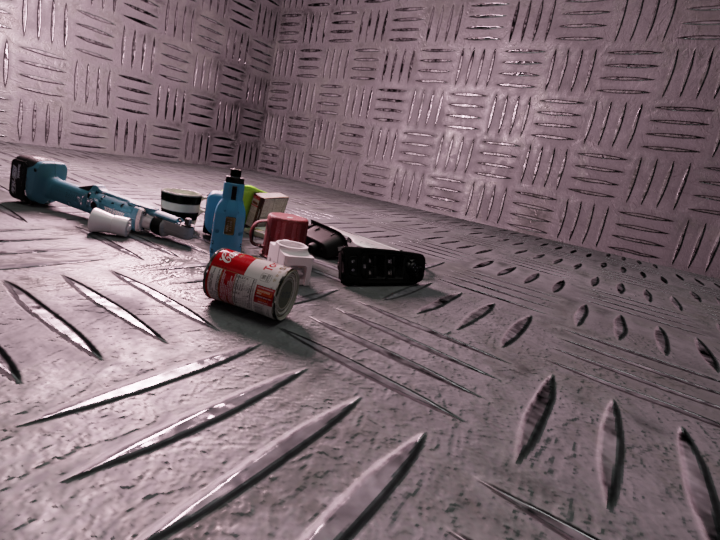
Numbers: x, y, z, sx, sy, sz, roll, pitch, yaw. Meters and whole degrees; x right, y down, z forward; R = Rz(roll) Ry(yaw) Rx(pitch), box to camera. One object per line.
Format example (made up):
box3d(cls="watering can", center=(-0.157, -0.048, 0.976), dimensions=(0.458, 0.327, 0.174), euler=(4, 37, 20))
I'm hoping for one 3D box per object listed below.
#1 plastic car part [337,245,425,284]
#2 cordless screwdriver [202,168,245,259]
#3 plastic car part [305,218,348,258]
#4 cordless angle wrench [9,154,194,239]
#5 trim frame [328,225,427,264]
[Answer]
box3d(cls="plastic car part", center=(0.036, -0.004, 0.783), dimensions=(0.194, 0.067, 0.069), euler=(1, -10, -30))
box3d(cls="cordless screwdriver", center=(-0.255, -0.118, 0.804), dimensions=(0.072, 0.158, 0.259), euler=(7, 12, -22))
box3d(cls="plastic car part", center=(-0.089, -0.058, 0.914), dimensions=(0.068, 0.064, 0.123), euler=(-21, 35, -40))
box3d(cls="cordless angle wrench", center=(-0.513, -0.133, 0.844), dimensions=(0.435, 0.097, 0.073), euler=(19, 14, 15))
box3d(cls="trim frame", center=(0.032, -0.055, 0.970), dimensions=(0.255, 0.027, 0.180), euler=(22, 5, 12))
